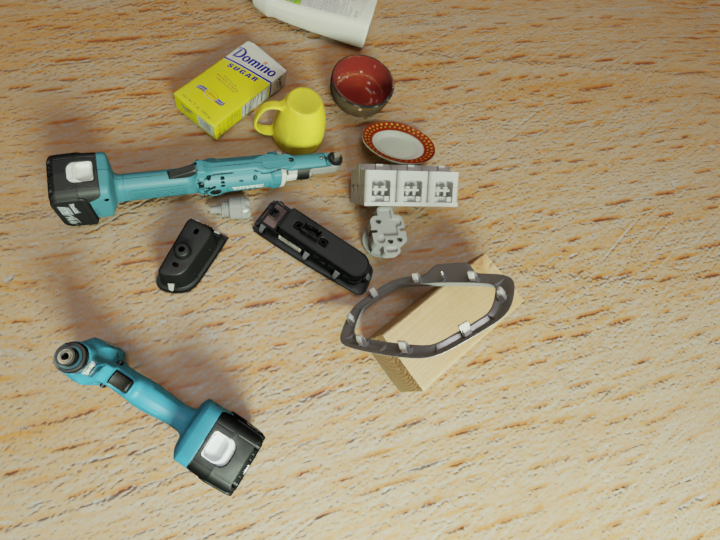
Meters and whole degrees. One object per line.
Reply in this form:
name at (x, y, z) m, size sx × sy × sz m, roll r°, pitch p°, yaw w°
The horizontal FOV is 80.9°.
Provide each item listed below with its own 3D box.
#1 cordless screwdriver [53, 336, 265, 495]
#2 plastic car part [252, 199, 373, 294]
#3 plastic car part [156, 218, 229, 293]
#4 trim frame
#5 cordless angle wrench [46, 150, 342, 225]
cordless screwdriver at (-0.233, 0.159, 0.492) m, size 0.249 × 0.159 × 0.074 m, roll 34°, pitch 68°, yaw -1°
plastic car part at (-0.063, -0.041, 0.648) m, size 0.203 × 0.067 × 0.066 m, roll 35°, pitch 61°, yaw 0°
plastic car part at (-0.246, -0.025, 0.602) m, size 0.066 × 0.071 × 0.117 m, roll 26°, pitch 65°, yaw -2°
trim frame at (0.074, 0.046, 0.550) m, size 0.181 × 0.259 × 0.027 m, roll -40°, pitch 111°, yaw -32°
cordless angle wrench at (-0.227, -0.144, 0.645) m, size 0.412 × 0.098 × 0.076 m, roll -11°, pitch 76°, yaw -18°
